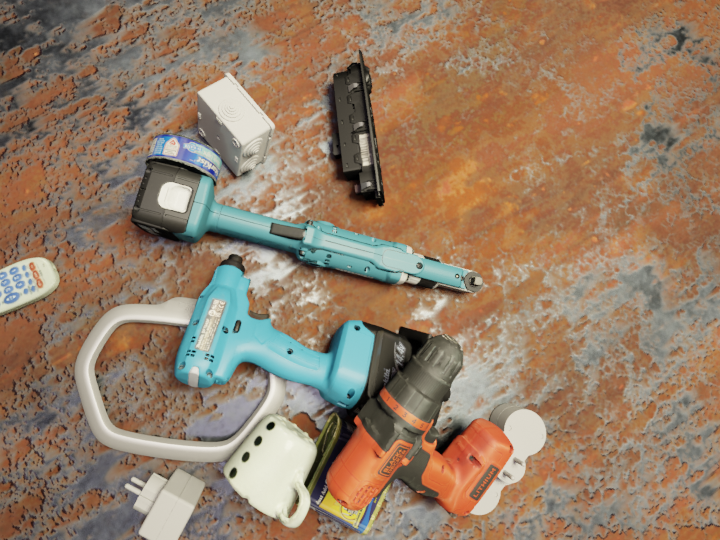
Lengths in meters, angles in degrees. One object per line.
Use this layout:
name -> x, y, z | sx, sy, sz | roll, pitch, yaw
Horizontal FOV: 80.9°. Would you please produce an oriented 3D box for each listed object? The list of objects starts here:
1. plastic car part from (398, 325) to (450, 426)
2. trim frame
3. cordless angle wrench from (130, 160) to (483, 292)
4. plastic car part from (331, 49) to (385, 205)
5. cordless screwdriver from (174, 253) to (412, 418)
plastic car part -> 0.077, 0.135, 0.514 | 0.069, 0.068, 0.117 | 16, 83, -20
trim frame -> -0.212, 0.126, 0.505 | 0.248, 0.027, 0.185 | 8, 81, -2
cordless angle wrench -> -0.051, -0.033, 0.520 | 0.418, 0.098, 0.075 | 15, 81, -7
plastic car part -> -0.004, -0.187, 0.562 | 0.069, 0.064, 0.205 | -5, 82, 18
cordless screwdriver -> -0.070, 0.075, 0.490 | 0.246, 0.074, 0.162 | 15, 53, -7
